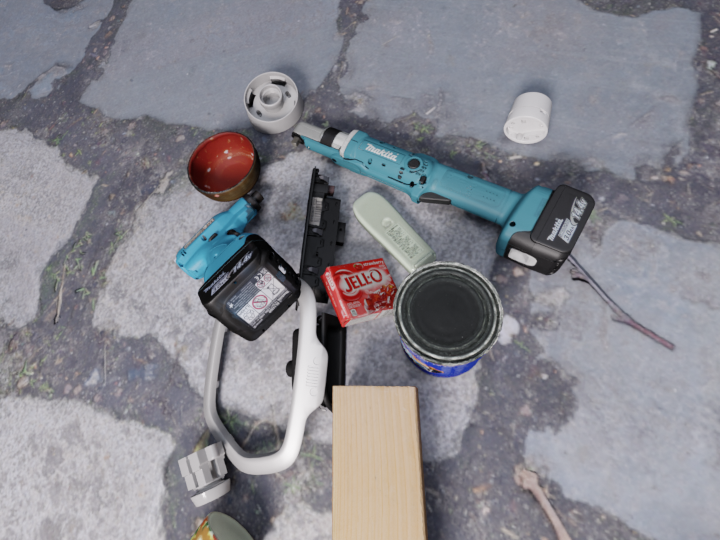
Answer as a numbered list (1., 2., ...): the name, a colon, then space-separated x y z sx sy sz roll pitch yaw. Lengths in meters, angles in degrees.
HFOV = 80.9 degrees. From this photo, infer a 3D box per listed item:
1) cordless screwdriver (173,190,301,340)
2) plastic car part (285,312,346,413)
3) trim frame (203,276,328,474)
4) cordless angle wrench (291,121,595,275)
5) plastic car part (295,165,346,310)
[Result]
1. cordless screwdriver: -0.153 -0.027 0.545 0.159 0.071 0.262 -48 34 -8
2. plastic car part: -0.059 0.116 0.531 0.073 0.062 0.118 -5 72 26
3. trim frame: -0.124 0.118 0.526 0.192 0.026 0.251 -1 76 33
4. cordless angle wrench: 0.076 -0.132 0.588 0.442 0.071 0.098 28 77 24
5. plastic car part: -0.058 -0.038 0.589 0.066 0.066 0.206 13 70 -10
